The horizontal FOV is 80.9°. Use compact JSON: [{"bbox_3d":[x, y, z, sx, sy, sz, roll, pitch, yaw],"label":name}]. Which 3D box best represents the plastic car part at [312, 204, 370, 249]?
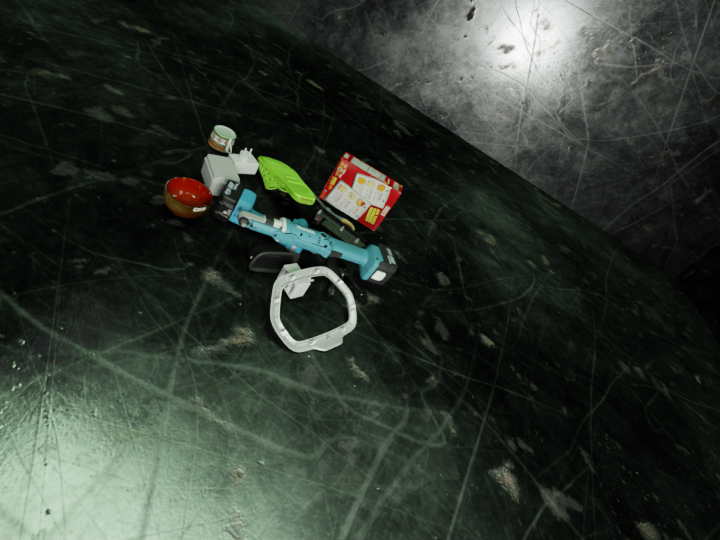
[{"bbox_3d":[-0.058,-0.099,1.202,0.204,0.066,0.067,35,44,3],"label":"plastic car part"}]

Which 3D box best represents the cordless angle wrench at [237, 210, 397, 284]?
[{"bbox_3d":[-0.102,-0.066,1.038,0.405,0.074,0.102,18,37,-26],"label":"cordless angle wrench"}]

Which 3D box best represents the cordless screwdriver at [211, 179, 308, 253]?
[{"bbox_3d":[-0.249,-0.143,1.101,0.244,0.074,0.162,30,34,-11],"label":"cordless screwdriver"}]

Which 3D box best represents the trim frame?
[{"bbox_3d":[-0.096,0.083,0.932,0.238,0.028,0.187,-13,77,-47],"label":"trim frame"}]

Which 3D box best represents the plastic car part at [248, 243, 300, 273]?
[{"bbox_3d":[-0.214,-0.036,1.006,0.111,0.065,0.075,6,33,-30],"label":"plastic car part"}]
